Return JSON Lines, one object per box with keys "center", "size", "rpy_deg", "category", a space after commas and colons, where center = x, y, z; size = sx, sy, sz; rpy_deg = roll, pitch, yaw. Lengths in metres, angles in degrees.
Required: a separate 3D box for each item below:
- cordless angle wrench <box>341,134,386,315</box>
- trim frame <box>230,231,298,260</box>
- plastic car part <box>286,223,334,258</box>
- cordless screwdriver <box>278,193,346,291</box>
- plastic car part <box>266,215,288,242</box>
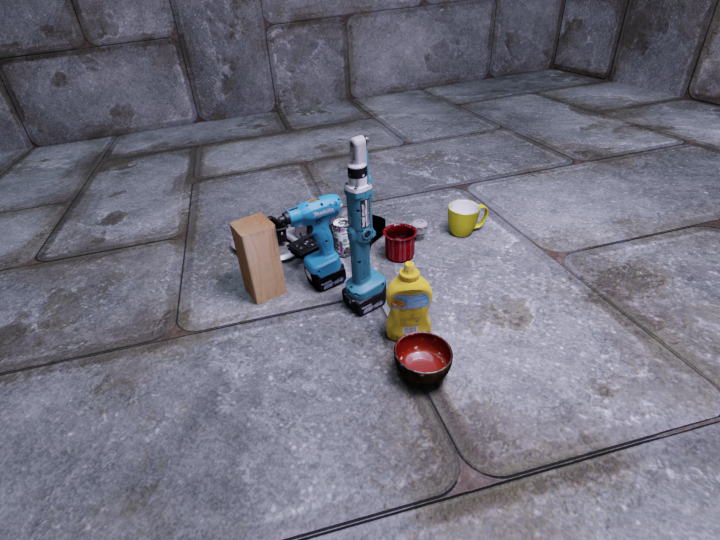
{"center": [0.001, -0.090, 0.938], "size": [0.095, 0.409, 0.079], "rpy_deg": [-22, 37, -27], "category": "cordless angle wrench"}
{"center": [-0.292, -0.086, 1.316], "size": [0.263, 0.026, 0.180], "rpy_deg": [25, 45, 37], "category": "trim frame"}
{"center": [-0.122, -0.080, 1.246], "size": [0.070, 0.065, 0.199], "rpy_deg": [23, 44, 35], "category": "plastic car part"}
{"center": [-0.118, -0.063, 1.066], "size": [0.155, 0.240, 0.079], "rpy_deg": [-20, 36, -22], "category": "cordless screwdriver"}
{"center": [-0.270, -0.119, 1.323], "size": [0.064, 0.068, 0.123], "rpy_deg": [-28, 40, -31], "category": "plastic car part"}
